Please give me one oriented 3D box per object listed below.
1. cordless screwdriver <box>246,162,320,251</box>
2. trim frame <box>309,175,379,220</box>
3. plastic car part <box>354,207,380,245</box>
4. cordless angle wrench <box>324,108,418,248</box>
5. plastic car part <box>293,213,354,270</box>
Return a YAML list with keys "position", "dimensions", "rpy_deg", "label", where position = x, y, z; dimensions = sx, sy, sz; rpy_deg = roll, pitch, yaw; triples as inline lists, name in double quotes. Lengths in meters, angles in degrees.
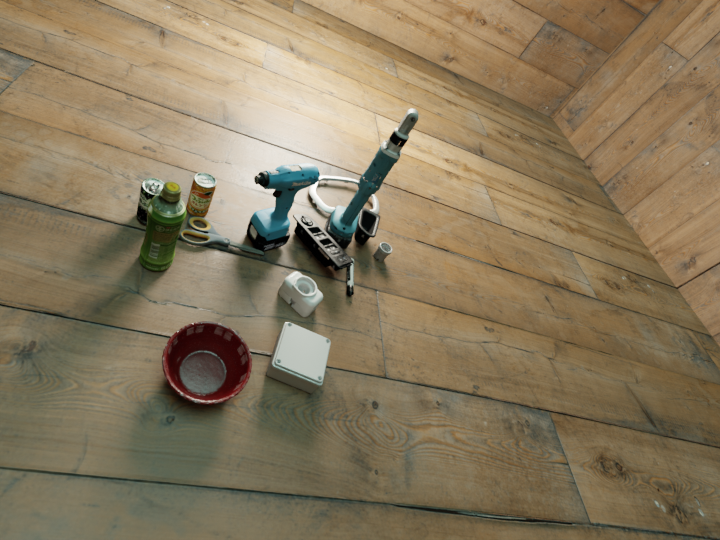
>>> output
- position: [-0.207, -0.147, 0.991]
  dimensions: [0.153, 0.249, 0.077]
  rpy_deg: [-17, 64, -42]
  label: "cordless screwdriver"
- position: [-0.050, -0.230, 1.328]
  dimensions: [0.238, 0.027, 0.192]
  rpy_deg: [0, 51, -31]
  label: "trim frame"
- position: [0.010, -0.119, 1.225]
  dimensions: [0.065, 0.071, 0.118]
  rpy_deg: [26, 42, -10]
  label: "plastic car part"
- position: [0.024, -0.223, 1.069]
  dimensions: [0.072, 0.423, 0.100]
  rpy_deg: [24, 43, -15]
  label: "cordless angle wrench"
- position: [-0.109, -0.071, 1.113]
  dimensions: [0.064, 0.067, 0.210]
  rpy_deg: [-21, 64, -43]
  label: "plastic car part"
